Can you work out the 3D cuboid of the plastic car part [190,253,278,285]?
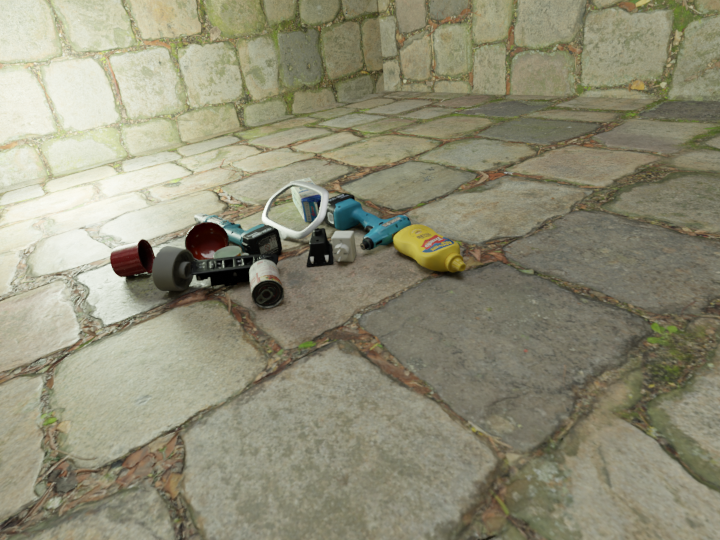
[{"bbox_3d":[-0.288,0.001,0.987,0.200,0.065,0.069,-11,21,-12],"label":"plastic car part"}]

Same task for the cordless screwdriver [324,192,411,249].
[{"bbox_3d":[-0.008,-0.127,1.128,0.155,0.072,0.263,-30,39,-32],"label":"cordless screwdriver"}]

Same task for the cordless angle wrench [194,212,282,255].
[{"bbox_3d":[-0.384,-0.117,1.223,0.095,0.072,0.447,-30,33,-33],"label":"cordless angle wrench"}]

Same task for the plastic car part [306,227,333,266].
[{"bbox_3d":[-0.103,-0.067,1.052,0.066,0.068,0.120,-6,32,2],"label":"plastic car part"}]

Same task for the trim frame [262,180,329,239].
[{"bbox_3d":[-0.188,-0.173,1.206,0.263,0.026,0.184,25,77,40],"label":"trim frame"}]
